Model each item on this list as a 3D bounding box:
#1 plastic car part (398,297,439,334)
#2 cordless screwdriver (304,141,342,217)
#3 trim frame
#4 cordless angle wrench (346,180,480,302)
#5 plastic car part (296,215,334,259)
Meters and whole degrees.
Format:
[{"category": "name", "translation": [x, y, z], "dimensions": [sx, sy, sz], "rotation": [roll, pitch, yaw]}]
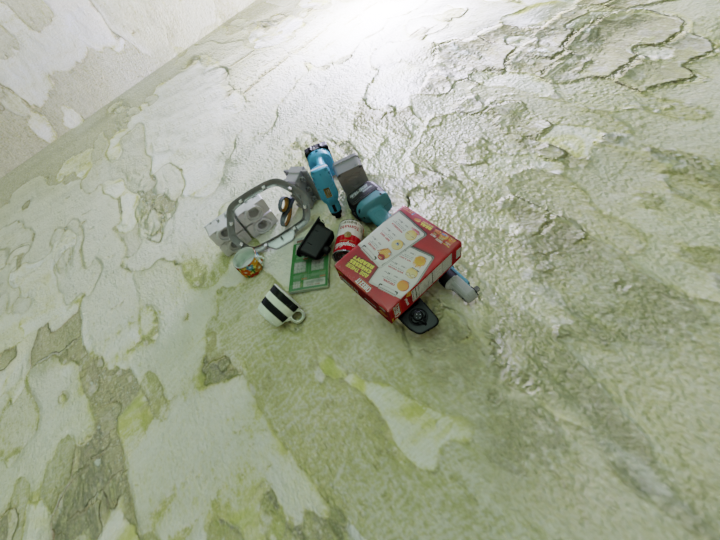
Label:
[{"category": "plastic car part", "translation": [0.082, 0.065, 0.916], "dimensions": [0.066, 0.064, 0.214], "rotation": [-35, 52, -13]}, {"category": "cordless screwdriver", "translation": [-0.101, -0.267, 1.227], "dimensions": [0.075, 0.152, 0.258], "rotation": [-20, 35, 4]}, {"category": "trim frame", "translation": [-0.258, -0.147, 1.179], "dimensions": [0.249, 0.178, 0.028], "rotation": [-29, 20, 3]}, {"category": "cordless angle wrench", "translation": [0.115, -0.070, 1.004], "dimensions": [0.098, 0.070, 0.447], "rotation": [-37, 51, -5]}, {"category": "plastic car part", "translation": [-0.108, -0.071, 1.103], "dimensions": [0.073, 0.063, 0.117], "rotation": [22, 68, 17]}]
